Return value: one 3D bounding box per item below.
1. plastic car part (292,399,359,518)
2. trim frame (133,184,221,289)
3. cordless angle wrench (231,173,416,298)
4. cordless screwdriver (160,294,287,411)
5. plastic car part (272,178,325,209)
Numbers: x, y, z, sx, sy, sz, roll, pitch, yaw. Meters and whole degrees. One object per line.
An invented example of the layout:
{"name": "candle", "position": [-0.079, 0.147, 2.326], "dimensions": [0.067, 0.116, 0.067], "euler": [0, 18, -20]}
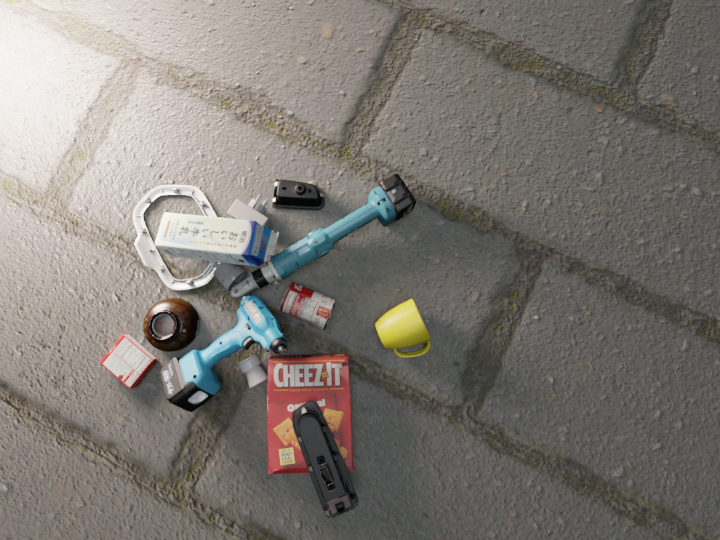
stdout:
{"name": "plastic car part", "position": [-0.071, 0.342, 0.762], "dimensions": [0.066, 0.065, 0.207], "euler": [-23, 78, 1]}
{"name": "trim frame", "position": [-0.399, -0.077, 0.927], "dimensions": [0.184, 0.027, 0.251], "euler": [-29, 83, -2]}
{"name": "cordless angle wrench", "position": [-0.087, -0.057, 0.885], "dimensions": [0.423, 0.096, 0.076], "euler": [-31, 82, 0]}
{"name": "cordless screwdriver", "position": [-0.262, 0.174, 0.827], "dimensions": [0.248, 0.070, 0.168], "euler": [-42, 48, -6]}
{"name": "plastic car part", "position": [-0.135, -0.168, 0.912], "dimensions": [0.117, 0.070, 0.066], "euler": [6, 84, 4]}
